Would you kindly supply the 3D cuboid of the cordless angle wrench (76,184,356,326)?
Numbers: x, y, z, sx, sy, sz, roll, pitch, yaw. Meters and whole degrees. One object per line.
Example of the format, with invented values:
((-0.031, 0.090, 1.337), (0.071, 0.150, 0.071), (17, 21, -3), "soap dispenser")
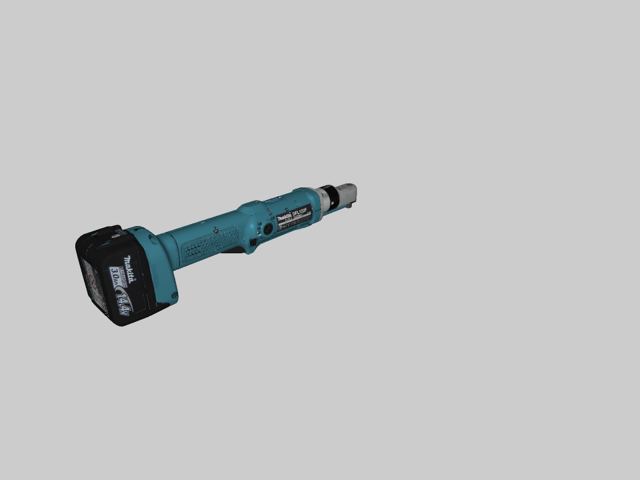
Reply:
((-0.089, -0.020, 0.576), (0.074, 0.098, 0.421), (22, 33, 38), "cordless angle wrench")
